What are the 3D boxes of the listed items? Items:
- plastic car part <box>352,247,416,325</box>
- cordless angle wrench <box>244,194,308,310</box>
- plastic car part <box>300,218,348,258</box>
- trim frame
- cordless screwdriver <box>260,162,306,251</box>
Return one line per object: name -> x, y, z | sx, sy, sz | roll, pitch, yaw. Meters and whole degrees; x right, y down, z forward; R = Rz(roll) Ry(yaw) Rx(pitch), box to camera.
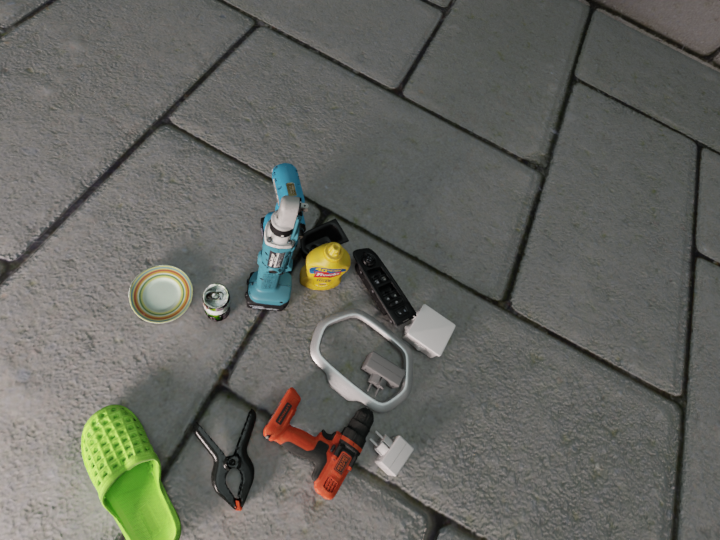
plastic car part -> 0.047, 0.037, 0.994 | 0.065, 0.066, 0.209 | -23, 72, -22
cordless angle wrench -> -0.157, -0.021, 0.780 | 0.096, 0.422, 0.076 | 8, 66, -14
plastic car part -> -0.099, -0.065, 1.010 | 0.114, 0.070, 0.068 | -25, 75, -22
trim frame -> 0.005, 0.194, 0.933 | 0.252, 0.027, 0.183 | 37, 63, 7
cordless screwdriver -> -0.162, -0.098, 0.913 | 0.072, 0.248, 0.164 | -8, 70, -20
